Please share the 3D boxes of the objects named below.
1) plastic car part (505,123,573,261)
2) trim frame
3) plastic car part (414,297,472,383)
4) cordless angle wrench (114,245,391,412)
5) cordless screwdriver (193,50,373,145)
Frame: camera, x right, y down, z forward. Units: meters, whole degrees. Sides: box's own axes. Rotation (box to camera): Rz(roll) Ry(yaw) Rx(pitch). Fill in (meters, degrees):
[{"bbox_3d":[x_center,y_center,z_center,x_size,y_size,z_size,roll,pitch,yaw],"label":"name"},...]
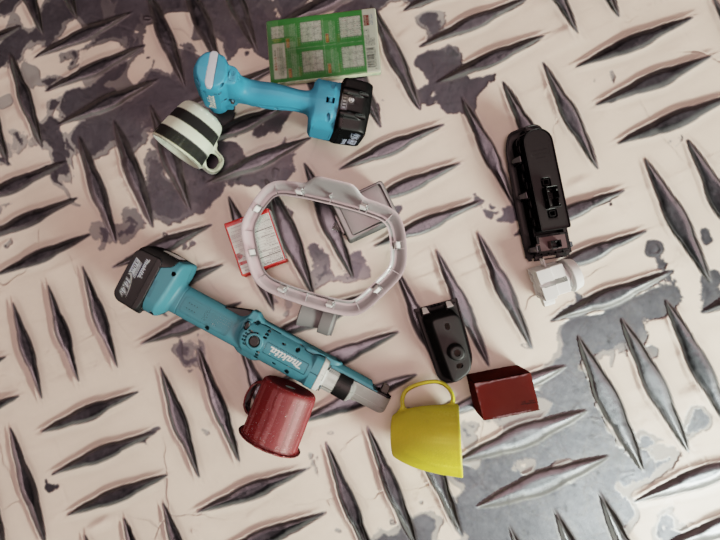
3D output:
[{"bbox_3d":[0.258,-0.118,0.611,0.067,0.065,0.205,-10,82,9],"label":"plastic car part"},{"bbox_3d":[-0.059,-0.038,0.600,0.256,0.027,0.184,17,92,15],"label":"trim frame"},{"bbox_3d":[0.127,0.103,0.595,0.066,0.070,0.118,-16,82,3],"label":"plastic car part"},{"bbox_3d":[-0.152,0.098,0.624,0.427,0.073,0.098,27,88,5],"label":"cordless angle wrench"},{"bbox_3d":[-0.116,-0.246,0.631,0.244,0.162,0.074,9,91,-11],"label":"cordless screwdriver"}]
